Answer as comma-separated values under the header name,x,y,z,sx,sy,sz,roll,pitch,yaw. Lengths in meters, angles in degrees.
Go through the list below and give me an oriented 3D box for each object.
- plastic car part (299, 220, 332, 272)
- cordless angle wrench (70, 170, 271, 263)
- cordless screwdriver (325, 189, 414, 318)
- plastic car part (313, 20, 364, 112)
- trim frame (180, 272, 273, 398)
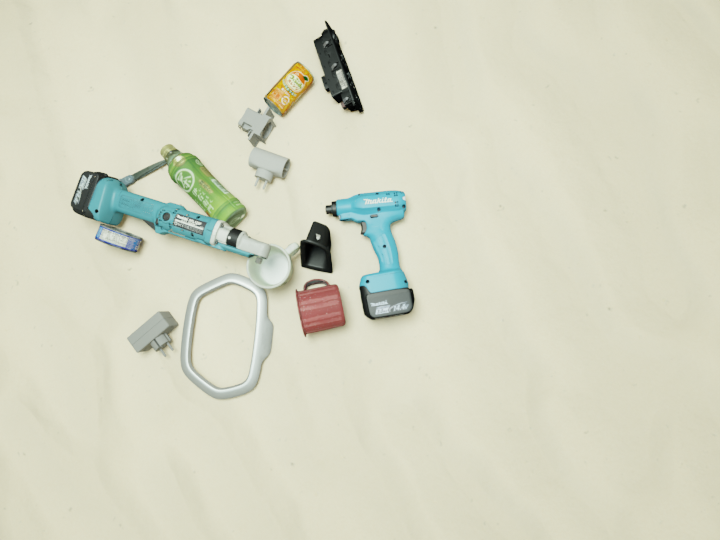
name,x,y,z,sx,sy,sz,roll,pitch,yaw
plastic car part,-0.080,-0.052,0.819,0.067,0.113,0.072,12,61,3
cordless angle wrench,-0.367,-0.098,0.827,0.435,0.072,0.098,17,86,14
cordless screwdriver,0.018,-0.031,0.820,0.160,0.073,0.252,-6,78,5
plastic car part,-0.052,-0.423,0.893,0.069,0.063,0.205,-19,81,27
trim frame,-0.269,0.129,0.849,0.186,0.027,0.250,3,80,7
